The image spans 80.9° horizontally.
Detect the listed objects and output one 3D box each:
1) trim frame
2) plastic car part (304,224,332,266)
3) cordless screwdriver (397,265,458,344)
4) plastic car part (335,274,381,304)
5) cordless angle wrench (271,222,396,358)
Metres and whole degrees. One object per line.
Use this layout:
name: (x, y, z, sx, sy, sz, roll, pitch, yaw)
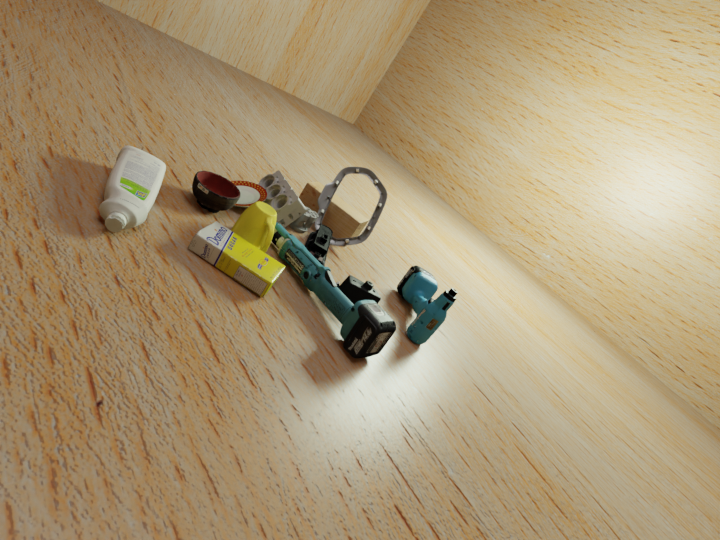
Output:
trim frame: (-0.031, -0.187, 1.225, 0.189, 0.248, 0.027, 26, -3, 13)
plastic car part: (-0.109, -0.071, 1.111, 0.065, 0.067, 0.206, 24, 21, -9)
cordless screwdriver: (0.171, 0.063, 1.086, 0.073, 0.159, 0.254, 31, 21, -13)
plastic car part: (-0.003, 0.052, 0.988, 0.114, 0.071, 0.068, 26, 25, -14)
cordless angle wrench: (-0.100, 0.011, 0.931, 0.070, 0.098, 0.446, 6, 31, -50)
